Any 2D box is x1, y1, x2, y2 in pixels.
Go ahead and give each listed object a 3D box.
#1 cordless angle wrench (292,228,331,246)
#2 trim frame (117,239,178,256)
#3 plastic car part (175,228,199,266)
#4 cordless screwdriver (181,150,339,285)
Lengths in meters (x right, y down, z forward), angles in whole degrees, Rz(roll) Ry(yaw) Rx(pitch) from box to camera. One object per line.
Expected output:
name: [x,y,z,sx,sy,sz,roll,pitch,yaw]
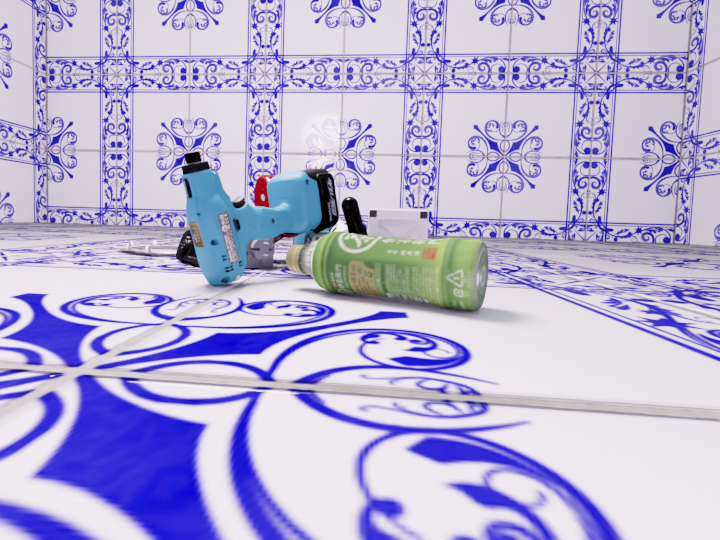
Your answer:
cordless angle wrench: [-0.074,-0.049,0.761,0.073,0.097,0.433,4,9,-12]
trim frame: [-0.421,-0.051,0.939,0.261,0.027,0.176,4,6,35]
plastic car part: [-0.245,-0.036,0.707,0.214,0.066,0.063,8,-2,42]
cordless screwdriver: [-0.132,-0.097,0.579,0.078,0.156,0.243,-1,20,33]
